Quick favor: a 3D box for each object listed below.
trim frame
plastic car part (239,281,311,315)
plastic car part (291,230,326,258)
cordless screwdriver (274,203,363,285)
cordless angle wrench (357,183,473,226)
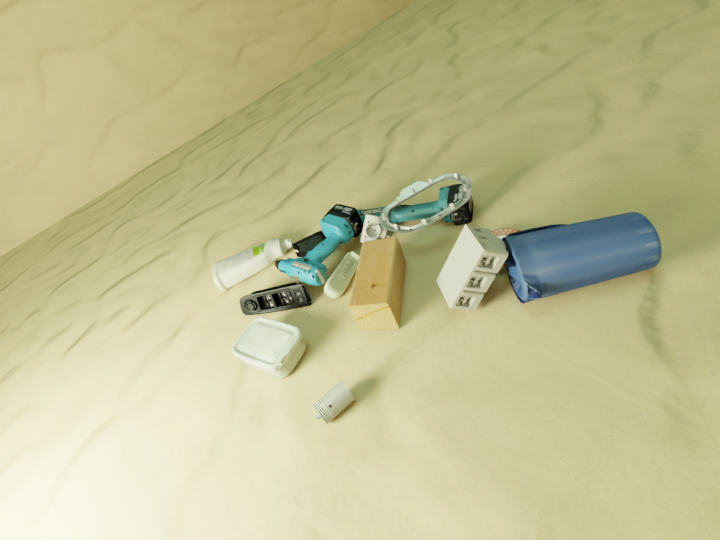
[{"bbox_3d":[0.162,-0.176,1.073,0.250,0.026,0.192,-31,35,6],"label":"trim frame"},{"bbox_3d":[-0.226,0.069,1.114,0.207,0.064,0.068,-14,30,17],"label":"plastic car part"},{"bbox_3d":[-0.127,-0.061,1.207,0.116,0.063,0.074,-26,52,-3],"label":"plastic car part"},{"bbox_3d":[-0.111,-0.073,1.137,0.168,0.071,0.248,14,56,36],"label":"cordless screwdriver"},{"bbox_3d":[0.086,-0.156,1.175,0.440,0.071,0.099,-5,43,30],"label":"cordless angle wrench"}]
